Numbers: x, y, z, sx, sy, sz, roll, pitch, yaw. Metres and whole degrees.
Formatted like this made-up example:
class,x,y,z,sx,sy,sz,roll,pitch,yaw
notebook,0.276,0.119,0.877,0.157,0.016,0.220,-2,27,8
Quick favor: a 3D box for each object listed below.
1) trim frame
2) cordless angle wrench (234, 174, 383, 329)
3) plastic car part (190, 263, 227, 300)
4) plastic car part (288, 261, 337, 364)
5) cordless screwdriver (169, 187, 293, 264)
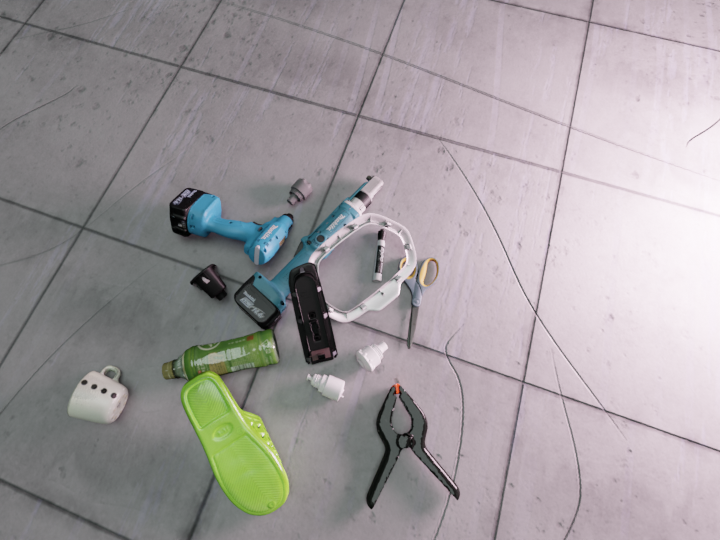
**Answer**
class,x,y,z,sx,sy,sz,roll,pitch,yaw
trim frame,0.005,-0.005,0.866,0.247,0.028,0.180,-38,101,-10
cordless angle wrench,-0.089,-0.058,0.909,0.100,0.073,0.420,39,73,12
plastic car part,-0.303,0.029,0.865,0.065,0.119,0.070,-43,102,-14
plastic car part,-0.096,0.087,0.817,0.067,0.067,0.202,-12,94,2
cordless screwdriver,-0.276,-0.110,0.921,0.254,0.073,0.159,20,41,10
